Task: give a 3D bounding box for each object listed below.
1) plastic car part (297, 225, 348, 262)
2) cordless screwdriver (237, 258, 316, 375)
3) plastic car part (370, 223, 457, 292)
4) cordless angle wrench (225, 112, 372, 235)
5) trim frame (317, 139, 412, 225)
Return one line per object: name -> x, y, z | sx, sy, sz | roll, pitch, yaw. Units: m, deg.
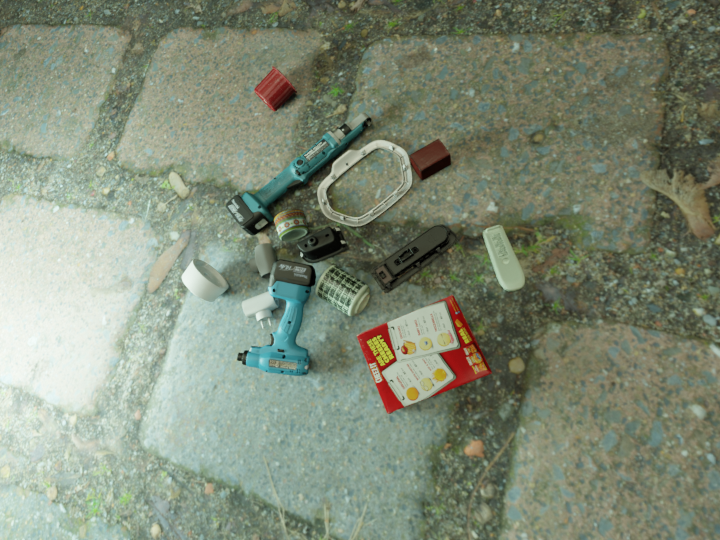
plastic car part -> -0.097, -0.063, 0.989 | 0.117, 0.068, 0.068 | -24, 69, 4
cordless screwdriver -> -0.182, 0.100, 0.933 | 0.160, 0.074, 0.249 | 6, 87, 3
plastic car part -> 0.116, -0.038, 0.926 | 0.203, 0.064, 0.069 | -34, 62, 1
cordless angle wrench -> -0.145, -0.257, 1.064 | 0.423, 0.071, 0.102 | -40, 69, -1
trim frame -> 0.008, -0.215, 1.027 | 0.249, 0.026, 0.192 | -39, 66, 4
